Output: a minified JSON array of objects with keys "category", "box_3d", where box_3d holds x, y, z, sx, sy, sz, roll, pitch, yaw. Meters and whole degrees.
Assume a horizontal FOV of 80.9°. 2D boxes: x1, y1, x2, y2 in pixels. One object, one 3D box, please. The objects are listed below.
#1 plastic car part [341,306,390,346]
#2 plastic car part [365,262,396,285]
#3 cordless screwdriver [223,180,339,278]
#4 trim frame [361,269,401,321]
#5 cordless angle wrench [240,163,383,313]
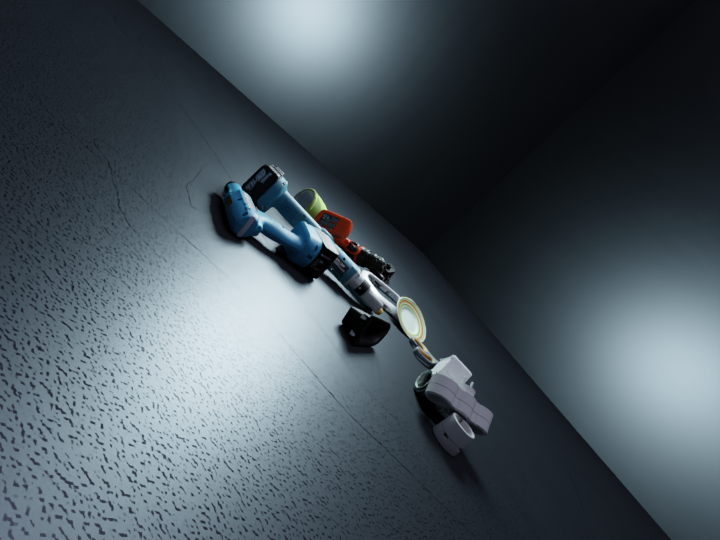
[{"category":"plastic car part","box_3d":[0.004,0.103,0.817,0.074,0.066,0.111,35,3,26]},{"category":"plastic car part","box_3d":[0.076,0.003,1.398,0.068,0.067,0.197,41,8,11]},{"category":"cordless screwdriver","box_3d":[-0.165,-0.087,0.846,0.235,0.075,0.168,29,19,-40]},{"category":"trim frame","box_3d":[0.084,0.085,1.220,0.237,0.028,0.192,40,11,-30]},{"category":"cordless angle wrench","box_3d":[-0.094,-0.062,0.965,0.417,0.098,0.075,47,9,-7]}]
